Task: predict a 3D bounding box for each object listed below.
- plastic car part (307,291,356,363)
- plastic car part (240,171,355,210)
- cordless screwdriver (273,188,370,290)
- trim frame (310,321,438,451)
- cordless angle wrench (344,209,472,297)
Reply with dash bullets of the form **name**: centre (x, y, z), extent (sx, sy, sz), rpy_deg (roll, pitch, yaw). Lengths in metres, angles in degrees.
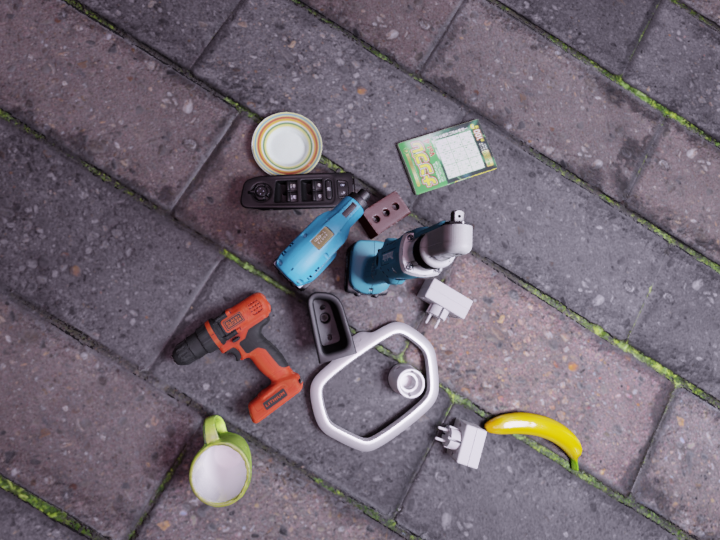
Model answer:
- **plastic car part**: centre (-0.058, 0.092, 0.737), extent (0.065, 0.071, 0.117), rpy_deg (-14, 85, -10)
- **plastic car part**: centre (-0.114, -0.138, 0.764), extent (0.201, 0.067, 0.067), rpy_deg (-2, 85, -7)
- **cordless screwdriver**: centre (-0.065, -0.042, 0.664), extent (0.074, 0.251, 0.158), rpy_deg (44, 80, -5)
- **trim frame**: centre (0.029, 0.202, 0.754), extent (0.247, 0.027, 0.185), rpy_deg (-34, 87, -9)
- **cordless angle wrench**: centre (0.049, -0.013, 0.584), extent (0.073, 0.426, 0.098), rpy_deg (5, 85, -11)
